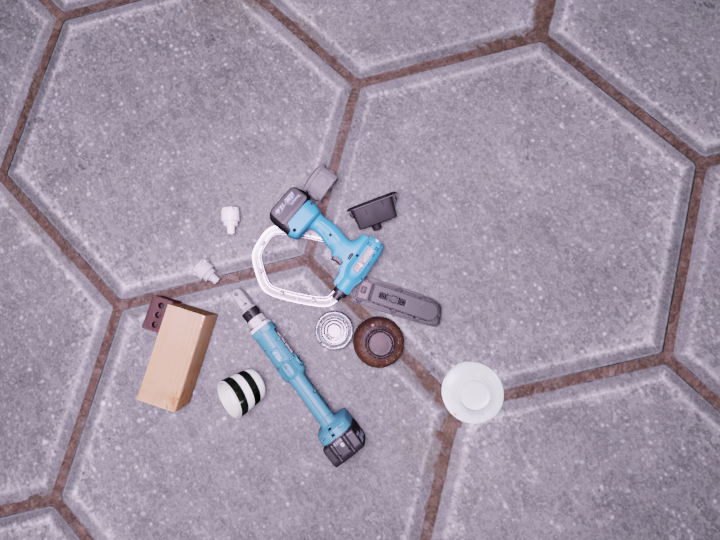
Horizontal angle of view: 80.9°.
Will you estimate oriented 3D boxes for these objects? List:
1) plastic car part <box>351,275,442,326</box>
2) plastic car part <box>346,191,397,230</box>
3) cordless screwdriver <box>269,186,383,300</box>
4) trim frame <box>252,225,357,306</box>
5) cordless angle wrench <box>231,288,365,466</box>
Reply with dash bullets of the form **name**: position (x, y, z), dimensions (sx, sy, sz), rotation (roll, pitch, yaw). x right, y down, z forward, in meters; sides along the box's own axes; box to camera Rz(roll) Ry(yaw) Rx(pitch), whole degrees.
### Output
- **plastic car part**: position (0.086, 0.066, 0.928), dimensions (0.204, 0.066, 0.067), rotation (19, 78, 3)
- **plastic car part**: position (0.034, -0.129, 0.960), dimensions (0.117, 0.066, 0.070), rotation (-23, 98, 3)
- **cordless screwdriver**: position (-0.091, -0.059, 0.927), dimensions (0.250, 0.074, 0.159), rotation (35, 86, 3)
- **trim frame**: position (-0.129, -0.017, 0.968), dimensions (0.252, 0.027, 0.185), rotation (12, 82, 7)
- **cordless angle wrench**: position (-0.151, 0.208, 0.910), dimensions (0.074, 0.096, 0.432), rotation (-39, 79, 0)
